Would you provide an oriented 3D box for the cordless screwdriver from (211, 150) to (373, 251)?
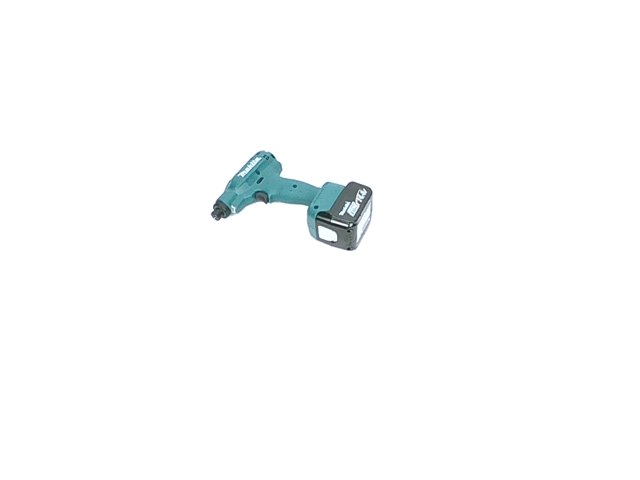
[{"bbox_3d":[-0.048,-0.056,0.702,0.250,0.158,0.074,23,-32,21],"label":"cordless screwdriver"}]
